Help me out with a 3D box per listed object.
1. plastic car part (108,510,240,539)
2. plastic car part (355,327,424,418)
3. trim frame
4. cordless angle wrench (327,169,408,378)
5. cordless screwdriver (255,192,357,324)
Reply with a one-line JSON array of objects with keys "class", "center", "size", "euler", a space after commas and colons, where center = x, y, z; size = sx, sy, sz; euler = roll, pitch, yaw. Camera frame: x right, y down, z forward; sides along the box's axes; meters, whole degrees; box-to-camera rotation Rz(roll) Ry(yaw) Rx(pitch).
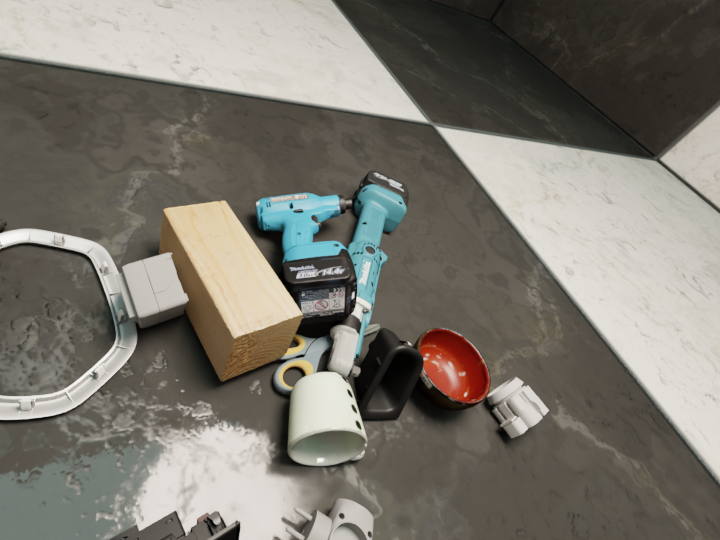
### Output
[{"class": "plastic car part", "center": [-0.196, 0.249, 0.327], "size": [0.196, 0.065, 0.070], "euler": [-21, 53, -40]}, {"class": "plastic car part", "center": [0.030, 0.124, 0.540], "size": [0.063, 0.115, 0.074], "euler": [9, 23, -27]}, {"class": "trim frame", "center": [-0.358, 0.043, 0.469], "size": [0.177, 0.027, 0.259], "euler": [-14, 59, -36]}, {"class": "cordless angle wrench", "center": [0.006, -0.016, 0.676], "size": [0.097, 0.074, 0.429], "euler": [23, 42, -8]}, {"class": "cordless screwdriver", "center": [-0.060, -0.039, 0.616], "size": [0.156, 0.072, 0.261], "euler": [-10, 39, -13]}]
